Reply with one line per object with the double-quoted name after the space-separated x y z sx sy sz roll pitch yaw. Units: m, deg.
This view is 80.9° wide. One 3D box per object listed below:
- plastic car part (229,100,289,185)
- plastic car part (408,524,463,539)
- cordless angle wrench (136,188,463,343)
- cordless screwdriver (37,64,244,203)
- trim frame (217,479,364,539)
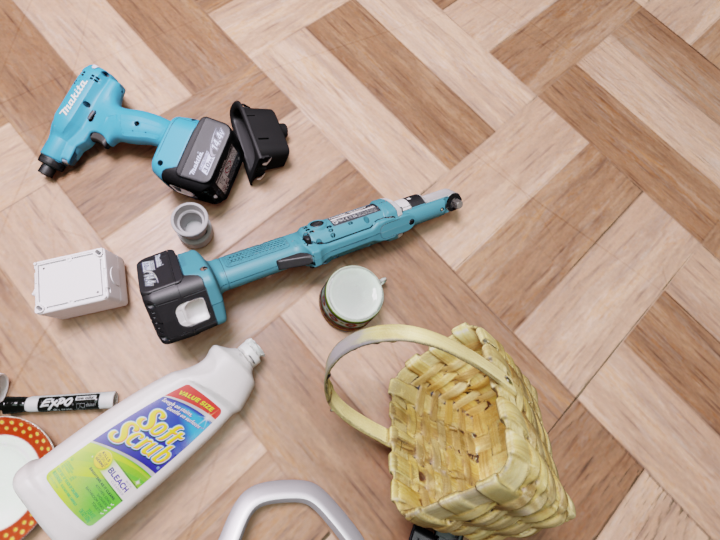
-0.135 -0.188 0.592 0.068 0.066 0.120 -9 70 -27 "plastic car part"
0.055 0.340 0.434 0.068 0.065 0.204 18 71 7 "plastic car part"
-0.052 -0.034 0.533 0.414 0.072 0.103 -21 34 -18 "cordless angle wrench"
-0.289 -0.155 0.549 0.253 0.073 0.159 24 81 8 "cordless screwdriver"
-0.081 0.337 0.403 0.182 0.027 0.252 18 53 -5 "trim frame"
